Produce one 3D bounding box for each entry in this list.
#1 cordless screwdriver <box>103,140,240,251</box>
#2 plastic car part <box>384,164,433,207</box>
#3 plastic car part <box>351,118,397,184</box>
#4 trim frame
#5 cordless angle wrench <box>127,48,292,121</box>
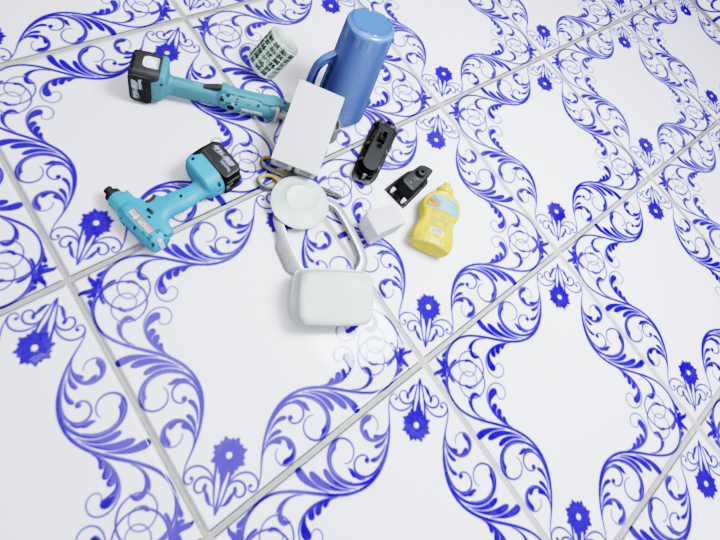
[{"bbox_3d":[-0.374,-0.169,0.853,0.161,0.074,0.246,43,68,3],"label":"cordless screwdriver"},{"bbox_3d":[0.128,-0.215,1.011,0.066,0.071,0.115,47,67,1],"label":"plastic car part"},{"bbox_3d":[0.042,-0.295,1.028,0.065,0.068,0.204,30,66,-13],"label":"plastic car part"},{"bbox_3d":[-0.089,-0.058,0.912,0.180,0.028,0.253,-22,78,-24],"label":"trim frame"},{"bbox_3d":[-0.296,-0.394,0.963,0.410,0.099,0.076,8,68,-18],"label":"cordless angle wrench"}]
